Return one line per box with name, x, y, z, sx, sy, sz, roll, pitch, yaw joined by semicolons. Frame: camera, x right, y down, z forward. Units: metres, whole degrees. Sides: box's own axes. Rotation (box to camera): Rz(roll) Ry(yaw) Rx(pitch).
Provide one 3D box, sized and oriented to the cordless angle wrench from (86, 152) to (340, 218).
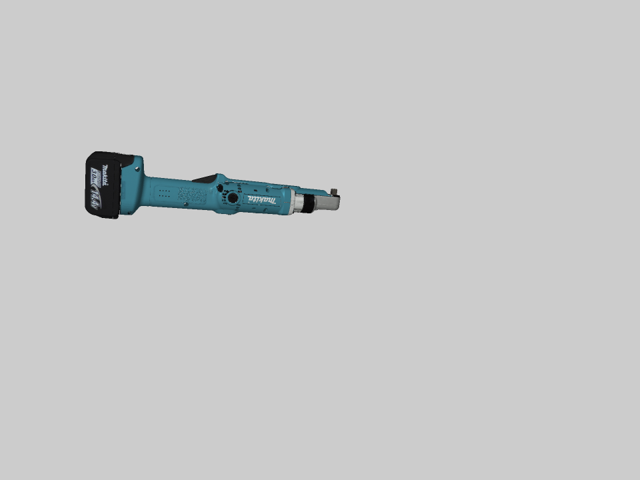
cordless angle wrench;-0.156;-0.076;0.718;0.422;0.098;0.074;2;11;-25
